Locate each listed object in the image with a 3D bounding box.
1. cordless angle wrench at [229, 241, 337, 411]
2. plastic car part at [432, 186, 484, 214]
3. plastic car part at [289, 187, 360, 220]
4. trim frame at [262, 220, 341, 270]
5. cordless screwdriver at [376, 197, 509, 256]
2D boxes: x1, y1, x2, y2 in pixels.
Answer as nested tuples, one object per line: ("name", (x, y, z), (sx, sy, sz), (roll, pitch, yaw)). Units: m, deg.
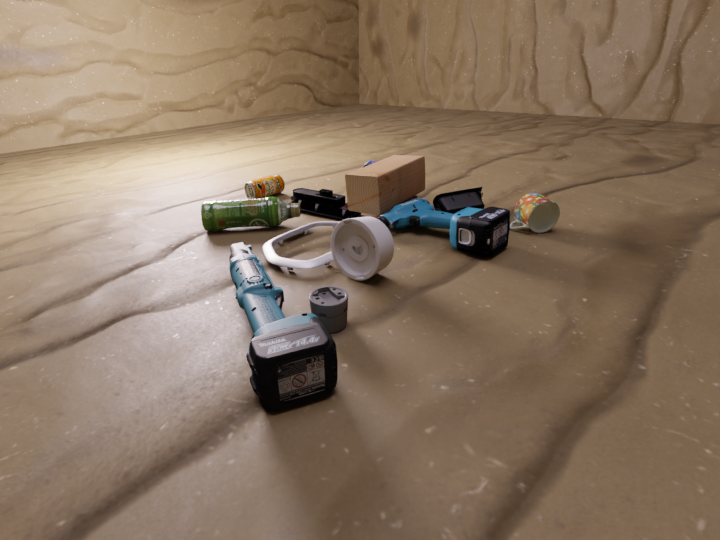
("cordless angle wrench", (-0.154, 0.036, 0.639), (0.095, 0.072, 0.444), (-12, 26, -21))
("plastic car part", (0.233, -0.142, 0.970), (0.115, 0.064, 0.074), (-10, 41, -9))
("plastic car part", (-0.101, -0.170, 1.054), (0.213, 0.065, 0.065), (12, 36, 33))
("trim frame", (-0.084, -0.055, 0.857), (0.194, 0.027, 0.241), (18, 31, 37))
("cordless screwdriver", (0.157, -0.092, 0.858), (0.154, 0.072, 0.263), (-23, 29, -34))
